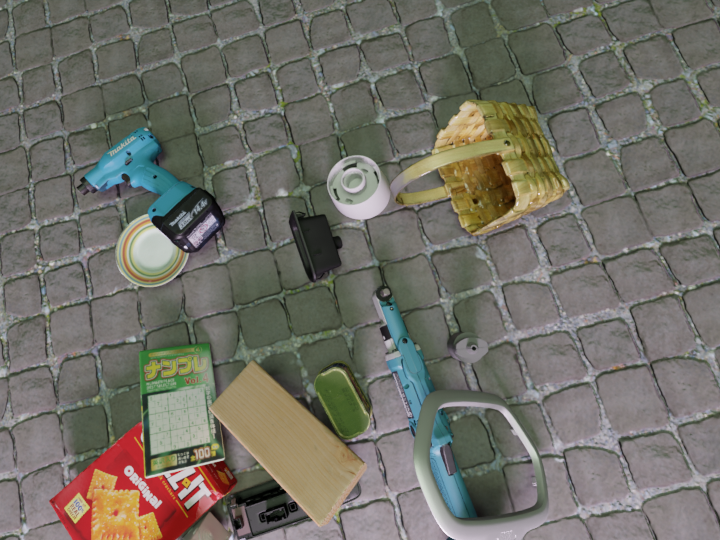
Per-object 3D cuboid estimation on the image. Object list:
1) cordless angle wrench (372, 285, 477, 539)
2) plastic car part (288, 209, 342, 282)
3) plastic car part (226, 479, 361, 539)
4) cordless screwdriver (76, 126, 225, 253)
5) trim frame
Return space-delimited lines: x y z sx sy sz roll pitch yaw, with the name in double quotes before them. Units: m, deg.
"cordless angle wrench" 0.100 0.222 0.605 0.073 0.097 0.434 -15 72 -17
"plastic car part" -0.068 -0.044 0.691 0.070 0.066 0.118 -21 81 -14
"plastic car part" -0.100 0.336 0.616 0.203 0.065 0.068 -20 72 -1
"cordless screwdriver" -0.358 -0.126 0.714 0.258 0.072 0.158 41 76 19
"trim frame" 0.160 0.250 0.550 0.236 0.028 0.191 13 51 -33
